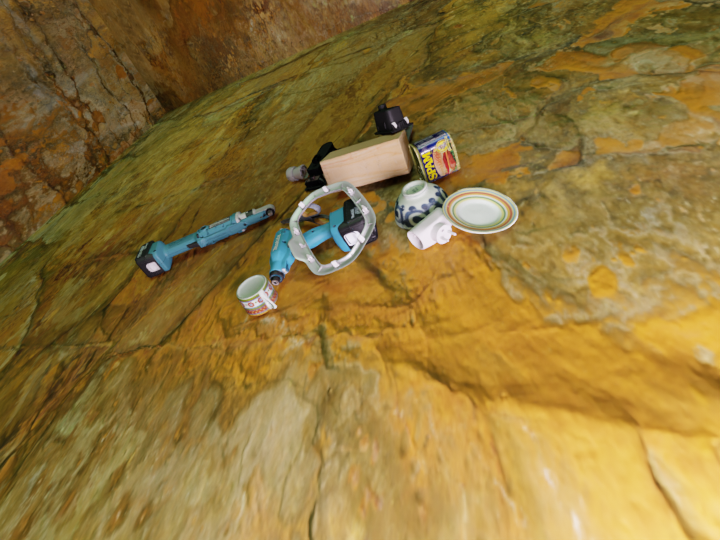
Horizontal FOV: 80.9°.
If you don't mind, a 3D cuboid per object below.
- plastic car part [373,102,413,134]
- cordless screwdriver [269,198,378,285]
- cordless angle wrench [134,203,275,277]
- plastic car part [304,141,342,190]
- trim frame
[{"bbox_3d":[0.067,-0.383,1.063,0.065,0.068,0.122,-27,26,-18],"label":"plastic car part"},{"bbox_3d":[-0.089,-0.058,0.914,0.255,0.071,0.163,-19,40,21],"label":"cordless screwdriver"},{"bbox_3d":[-0.435,-0.099,1.203,0.427,0.071,0.101,-21,37,9],"label":"cordless angle wrench"},{"bbox_3d":[-0.113,-0.315,1.241,0.069,0.064,0.204,-13,36,33],"label":"plastic car part"},{"bbox_3d":[-0.067,-0.094,0.861,0.185,0.026,0.262,-39,46,9],"label":"trim frame"}]
